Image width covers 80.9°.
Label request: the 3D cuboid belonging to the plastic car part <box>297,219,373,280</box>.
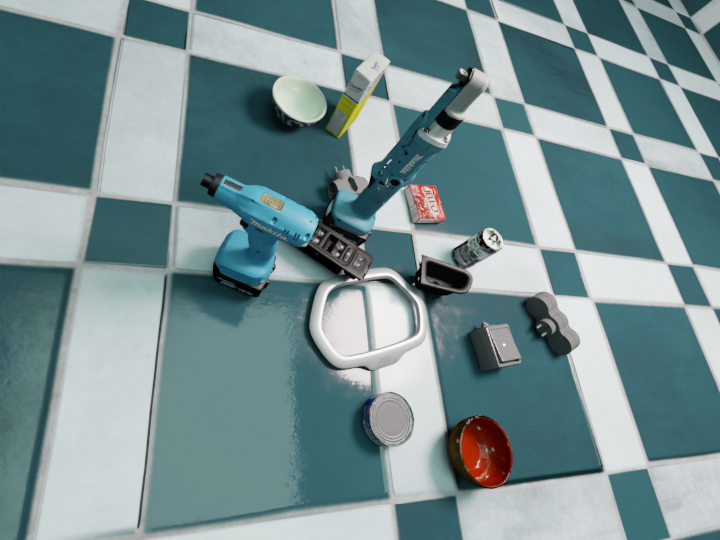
[{"bbox_3d":[-0.077,-0.051,0.793,0.201,0.067,0.066,36,57,-4],"label":"plastic car part"}]

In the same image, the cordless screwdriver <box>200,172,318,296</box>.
[{"bbox_3d":[-0.178,-0.050,0.640,0.156,0.252,0.075,28,59,-13],"label":"cordless screwdriver"}]

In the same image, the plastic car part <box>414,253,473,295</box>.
[{"bbox_3d":[0.158,0.023,0.856,0.113,0.071,0.067,18,61,-16],"label":"plastic car part"}]

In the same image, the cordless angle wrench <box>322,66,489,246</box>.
[{"bbox_3d":[0.057,-0.164,0.691,0.095,0.428,0.075,24,61,-17],"label":"cordless angle wrench"}]

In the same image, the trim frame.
[{"bbox_3d":[0.018,0.088,0.790,0.240,0.028,0.189,-11,71,-27],"label":"trim frame"}]
